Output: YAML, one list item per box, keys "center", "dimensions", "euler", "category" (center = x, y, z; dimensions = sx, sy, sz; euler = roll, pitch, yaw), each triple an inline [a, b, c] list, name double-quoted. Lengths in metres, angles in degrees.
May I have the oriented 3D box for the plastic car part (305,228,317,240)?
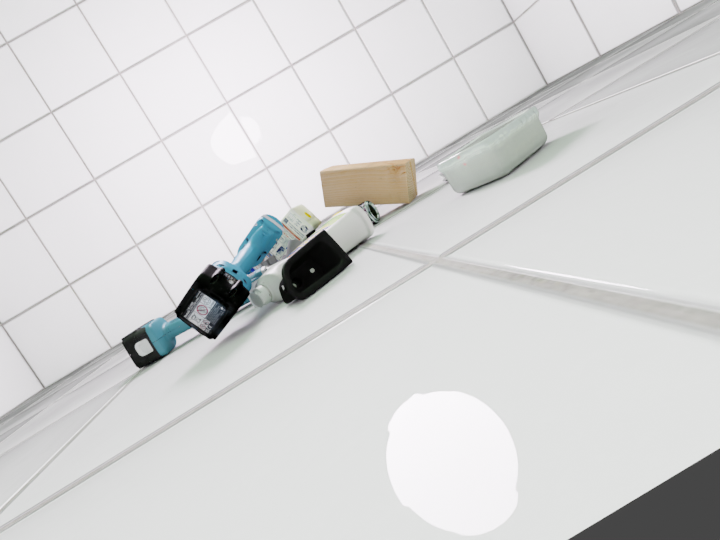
- center: [-0.093, -0.061, 0.950]
  dimensions: [0.067, 0.067, 0.201]
  euler: [-36, 5, 18]
  category: "plastic car part"

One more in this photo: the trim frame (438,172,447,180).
- center: [0.262, -0.252, 0.932]
  dimensions: [0.189, 0.027, 0.246]
  euler: [-26, 13, 32]
  category: "trim frame"

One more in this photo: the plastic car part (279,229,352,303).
- center: [-0.079, 0.005, 0.615]
  dimensions: [0.115, 0.066, 0.071]
  euler: [-41, -3, -36]
  category: "plastic car part"

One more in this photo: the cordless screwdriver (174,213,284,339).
- center: [-0.216, 0.014, 0.706]
  dimensions: [0.160, 0.073, 0.251]
  euler: [-48, 13, 28]
  category: "cordless screwdriver"

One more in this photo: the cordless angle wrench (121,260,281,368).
- center: [-0.278, 0.064, 0.859]
  dimensions: [0.425, 0.073, 0.099]
  euler: [-28, 8, 5]
  category: "cordless angle wrench"
